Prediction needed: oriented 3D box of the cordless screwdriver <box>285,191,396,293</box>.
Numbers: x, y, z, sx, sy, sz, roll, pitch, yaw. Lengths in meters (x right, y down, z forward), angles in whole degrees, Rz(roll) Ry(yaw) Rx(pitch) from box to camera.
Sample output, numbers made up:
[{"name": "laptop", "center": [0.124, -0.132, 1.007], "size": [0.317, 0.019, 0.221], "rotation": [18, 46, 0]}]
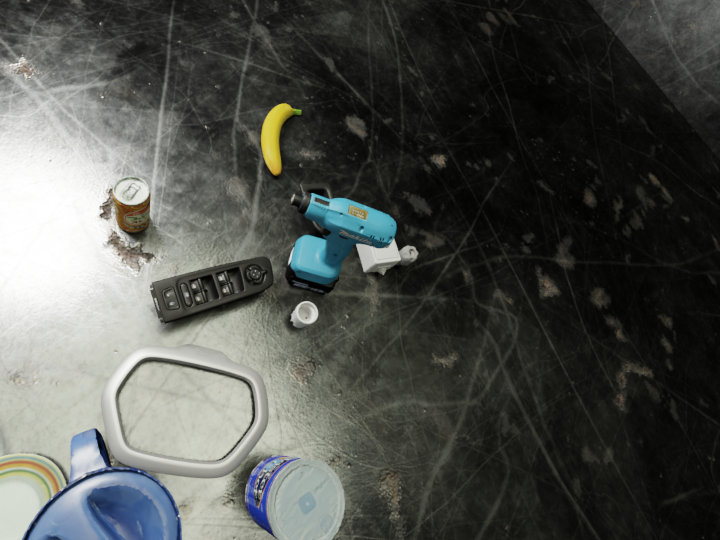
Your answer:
[{"name": "cordless screwdriver", "center": [-0.069, -0.045, 0.702], "size": [0.155, 0.252, 0.076], "rotation": [20, 62, -17]}]

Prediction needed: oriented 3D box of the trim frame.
[{"name": "trim frame", "center": [-0.257, 0.205, 0.638], "size": [0.241, 0.028, 0.188], "rotation": [16, 62, -16]}]

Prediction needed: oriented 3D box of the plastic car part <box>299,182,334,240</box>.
[{"name": "plastic car part", "center": [-0.084, -0.105, 0.829], "size": [0.064, 0.072, 0.119], "rotation": [-7, 71, -28]}]

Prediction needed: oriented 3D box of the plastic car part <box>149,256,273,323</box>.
[{"name": "plastic car part", "center": [-0.239, 0.031, 0.703], "size": [0.197, 0.068, 0.068], "rotation": [-19, 77, -29]}]
